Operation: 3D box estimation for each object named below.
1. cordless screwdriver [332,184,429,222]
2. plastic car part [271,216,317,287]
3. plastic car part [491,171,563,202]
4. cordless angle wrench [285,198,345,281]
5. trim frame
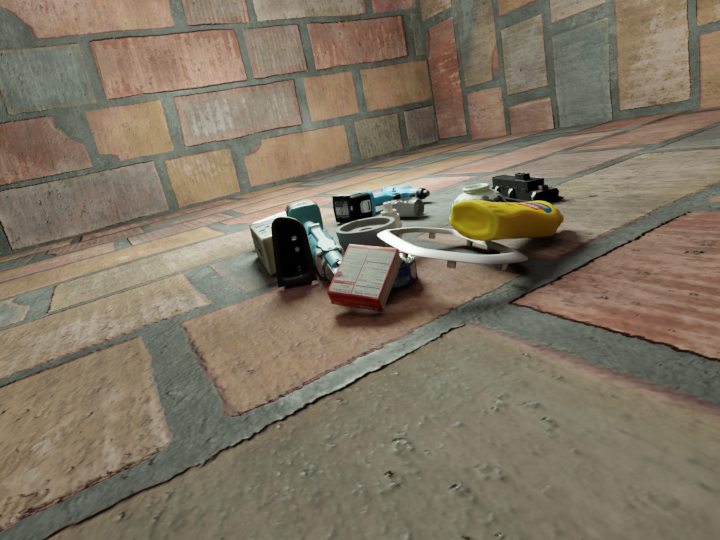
[{"bbox_3d":[0.056,-0.188,1.137,0.240,0.073,0.167,-21,19,-38],"label":"cordless screwdriver"},{"bbox_3d":[-0.114,-0.032,0.731,0.066,0.118,0.070,-11,-9,2],"label":"plastic car part"},{"bbox_3d":[0.355,-0.187,0.955,0.066,0.065,0.209,-22,16,-9],"label":"plastic car part"},{"bbox_3d":[-0.078,-0.051,0.798,0.073,0.095,0.439,-15,22,-11],"label":"cordless angle wrench"},{"bbox_3d":[0.128,-0.037,0.632,0.181,0.027,0.256,-2,13,-14],"label":"trim frame"}]
